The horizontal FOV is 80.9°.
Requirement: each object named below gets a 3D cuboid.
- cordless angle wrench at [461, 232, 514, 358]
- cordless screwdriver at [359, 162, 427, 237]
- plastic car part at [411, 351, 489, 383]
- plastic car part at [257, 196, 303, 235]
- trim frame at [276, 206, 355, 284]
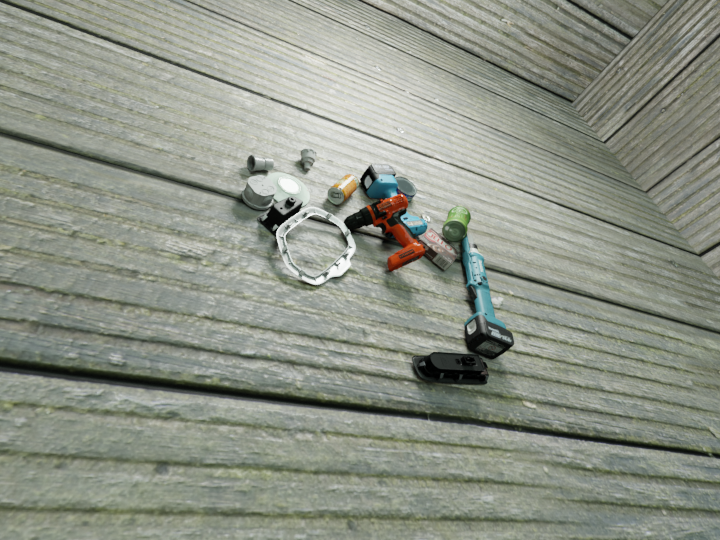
[{"bbox_3d":[0.324,0.038,1.166,0.095,0.074,0.433,21,41,-15],"label":"cordless angle wrench"},{"bbox_3d":[0.078,-0.200,1.239,0.153,0.074,0.258,-10,61,-37],"label":"cordless screwdriver"},{"bbox_3d":[0.211,0.214,0.942,0.196,0.067,0.068,6,57,-23],"label":"plastic car part"},{"bbox_3d":[-0.184,-0.147,1.034,0.067,0.071,0.115,42,46,5],"label":"plastic car part"},{"bbox_3d":[-0.100,-0.066,1.025,0.184,0.028,0.245,47,41,0],"label":"trim frame"}]
